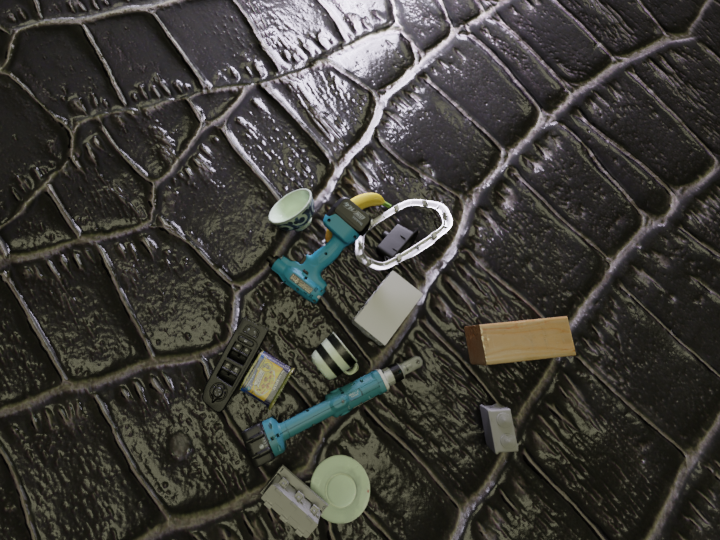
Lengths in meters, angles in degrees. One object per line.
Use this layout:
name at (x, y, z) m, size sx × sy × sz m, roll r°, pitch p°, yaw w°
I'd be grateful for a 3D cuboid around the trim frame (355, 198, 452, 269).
trim frame at (0.097, -0.093, 1.007) m, size 0.247 × 0.026 × 0.194 m, roll -31°, pitch 45°, yaw -5°

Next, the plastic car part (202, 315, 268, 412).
plastic car part at (-0.280, 0.206, 0.933) m, size 0.066 × 0.067 × 0.204 m, roll 28°, pitch 71°, yaw -6°

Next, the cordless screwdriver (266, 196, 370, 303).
cordless screwdriver at (-0.098, -0.064, 0.998) m, size 0.161 × 0.073 × 0.249 m, roll 37°, pitch 91°, yaw 5°

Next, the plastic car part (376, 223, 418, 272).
plastic car part at (0.081, -0.066, 1.041) m, size 0.073 × 0.064 × 0.116 m, roll 32°, pitch 71°, yaw 17°

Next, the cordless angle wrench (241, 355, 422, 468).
cordless angle wrench at (-0.047, 0.286, 0.919) m, size 0.417 × 0.097 × 0.076 m, roll -24°, pitch 78°, yaw -13°
